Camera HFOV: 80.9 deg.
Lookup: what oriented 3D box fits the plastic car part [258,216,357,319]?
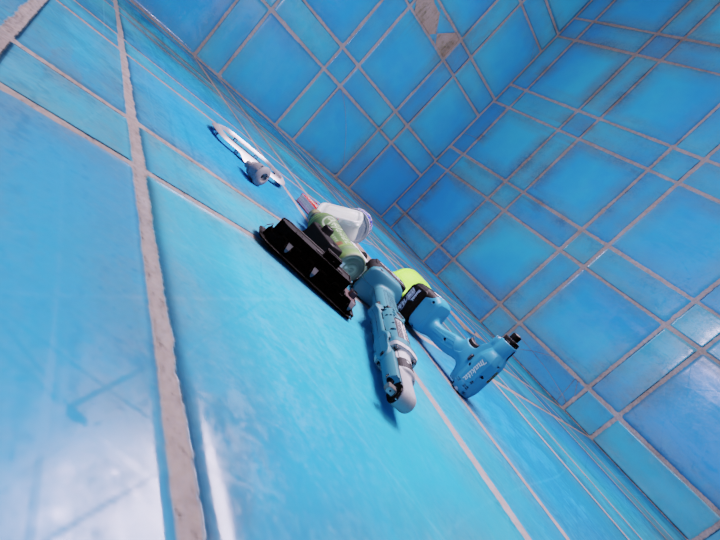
[{"bbox_3d":[-0.075,-0.011,0.666,0.200,0.067,0.067,39,18,-9],"label":"plastic car part"}]

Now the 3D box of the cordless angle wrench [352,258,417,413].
[{"bbox_3d":[0.043,0.089,0.688,0.096,0.075,0.430,41,12,-14],"label":"cordless angle wrench"}]

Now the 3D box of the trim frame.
[{"bbox_3d":[-0.295,-0.307,1.124,0.236,0.027,0.193,39,10,-33],"label":"trim frame"}]

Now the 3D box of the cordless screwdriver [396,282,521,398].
[{"bbox_3d":[0.198,0.122,0.894,0.070,0.159,0.263,32,14,-48],"label":"cordless screwdriver"}]

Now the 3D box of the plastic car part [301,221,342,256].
[{"bbox_3d":[-0.076,-0.050,0.782,0.062,0.071,0.123,33,17,-50],"label":"plastic car part"}]
